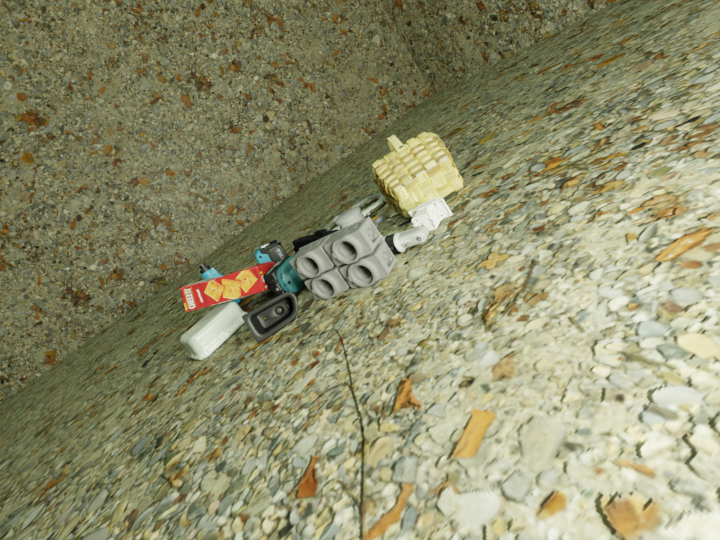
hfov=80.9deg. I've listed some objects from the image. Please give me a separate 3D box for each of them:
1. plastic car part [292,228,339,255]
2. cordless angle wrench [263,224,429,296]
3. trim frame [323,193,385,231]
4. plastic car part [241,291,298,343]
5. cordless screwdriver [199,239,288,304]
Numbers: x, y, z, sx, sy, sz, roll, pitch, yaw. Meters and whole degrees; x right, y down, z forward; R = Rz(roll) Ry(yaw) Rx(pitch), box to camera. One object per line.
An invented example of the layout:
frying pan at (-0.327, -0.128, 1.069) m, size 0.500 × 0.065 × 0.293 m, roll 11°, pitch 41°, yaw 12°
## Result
plastic car part at (-0.109, -0.071, 1.114) m, size 0.211 × 0.065 × 0.066 m, roll -12°, pitch 27°, yaw 38°
cordless angle wrench at (-0.042, -0.023, 0.919) m, size 0.438 × 0.072 × 0.097 m, roll -16°, pitch 25°, yaw 39°
trim frame at (-0.023, -0.171, 1.317) m, size 0.251 × 0.027 × 0.187 m, roll -29°, pitch 18°, yaw 9°
plastic car part at (-0.180, 0.091, 0.893) m, size 0.116 × 0.066 × 0.071 m, roll -32°, pitch 2°, yaw -4°
cordless screwdriver at (-0.335, -0.007, 1.236) m, size 0.248 × 0.155 × 0.076 m, roll -33°, pitch 14°, yaw -2°
